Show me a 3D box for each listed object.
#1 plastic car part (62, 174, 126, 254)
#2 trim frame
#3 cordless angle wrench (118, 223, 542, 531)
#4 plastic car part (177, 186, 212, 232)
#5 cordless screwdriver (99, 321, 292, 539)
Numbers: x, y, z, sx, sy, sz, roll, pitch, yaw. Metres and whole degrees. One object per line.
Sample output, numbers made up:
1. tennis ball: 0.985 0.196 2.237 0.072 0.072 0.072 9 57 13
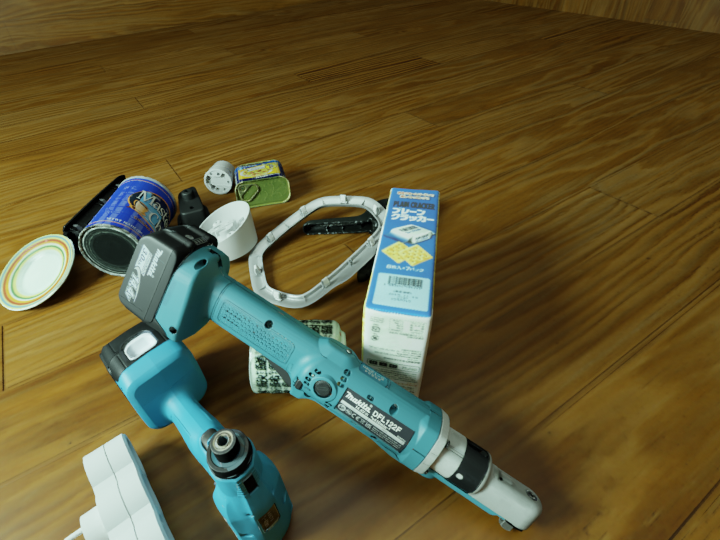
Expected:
1. plastic car part: -0.454 -0.107 0.765 0.067 0.065 0.209 6 40 -6
2. trim frame: -0.064 -0.042 0.652 0.245 0.026 0.195 -41 51 -22
3. cordless angle wrench: -0.030 0.098 0.396 0.431 0.097 0.073 31 18 9
4. plastic car part: -0.297 -0.106 0.745 0.064 0.069 0.123 -16 45 -18
5. cordless screwdriver: -0.163 0.129 0.396 0.263 0.153 0.073 31 52 35
